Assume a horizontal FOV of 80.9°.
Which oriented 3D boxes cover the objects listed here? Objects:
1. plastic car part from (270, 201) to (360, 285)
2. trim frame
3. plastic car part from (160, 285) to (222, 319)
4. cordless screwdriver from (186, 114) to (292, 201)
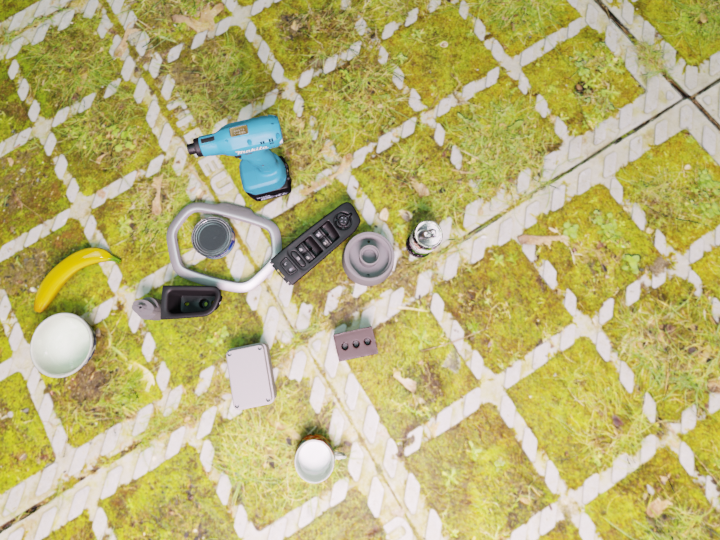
[{"bbox_3d":[-0.084,-0.055,0.855,0.202,0.066,0.067,-41,82,-7],"label":"plastic car part"},{"bbox_3d":[-0.285,-0.054,0.884,0.251,0.027,0.185,13,79,5],"label":"trim frame"},{"bbox_3d":[-0.326,0.064,0.838,0.117,0.070,0.067,-2,79,1],"label":"plastic car part"},{"bbox_3d":[-0.215,-0.203,0.802,0.159,0.246,0.075,-12,81,-3],"label":"cordless screwdriver"}]
